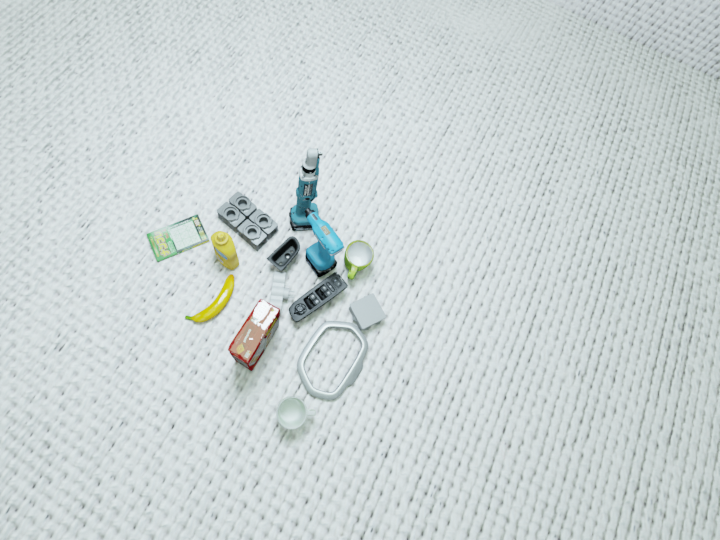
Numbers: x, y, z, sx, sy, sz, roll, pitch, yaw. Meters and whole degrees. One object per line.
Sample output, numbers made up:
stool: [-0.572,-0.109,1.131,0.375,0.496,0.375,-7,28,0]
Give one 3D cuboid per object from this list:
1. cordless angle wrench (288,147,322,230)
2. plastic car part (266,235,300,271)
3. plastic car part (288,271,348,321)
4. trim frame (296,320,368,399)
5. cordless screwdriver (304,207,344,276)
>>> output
cordless angle wrench: [-0.162,-0.239,1.276,0.096,0.419,0.076,-3,72,-12]
plastic car part: [-0.243,-0.049,1.379,0.067,0.070,0.116,39,69,7]
plastic car part: [-0.139,0.089,1.335,0.200,0.066,0.068,-35,78,-18]
trim frame: [-0.083,0.268,1.289,0.187,0.027,0.248,31,68,7]
cordless screwdriver: [-0.128,-0.084,1.309,0.073,0.246,0.163,-32,78,-19]
